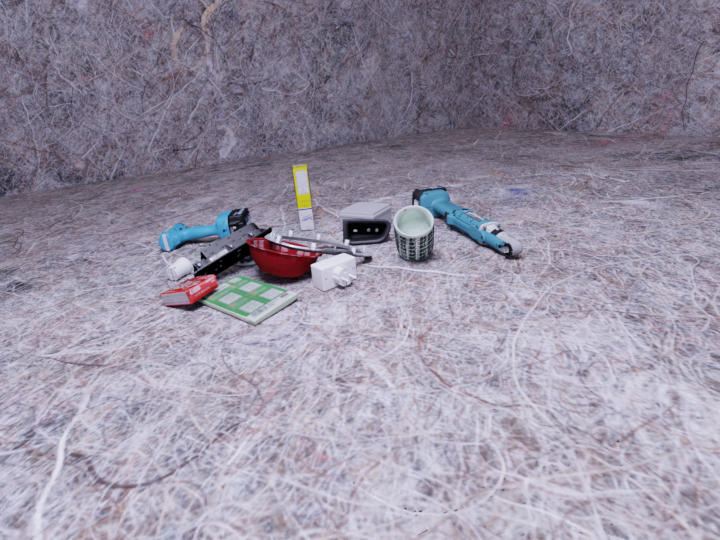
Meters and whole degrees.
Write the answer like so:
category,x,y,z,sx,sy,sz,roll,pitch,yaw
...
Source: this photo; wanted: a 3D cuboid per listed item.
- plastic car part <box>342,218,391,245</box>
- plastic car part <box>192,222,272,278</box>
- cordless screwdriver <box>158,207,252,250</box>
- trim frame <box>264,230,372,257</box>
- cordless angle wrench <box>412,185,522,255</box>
category,x,y,z,sx,sy,sz,roll,pitch,yaw
plastic car part,0.014,-0.098,1.053,0.117,0.065,0.071,-2,7,1
plastic car part,-0.285,-0.046,0.928,0.199,0.065,0.070,-33,65,-29
cordless screwdriver,-0.434,-0.121,1.205,0.249,0.072,0.163,-11,22,-1
trim frame,-0.091,-0.059,0.926,0.238,0.027,0.194,7,12,-30
cordless angle wrench,0.252,-0.123,1.029,0.096,0.072,0.441,-11,25,-13
